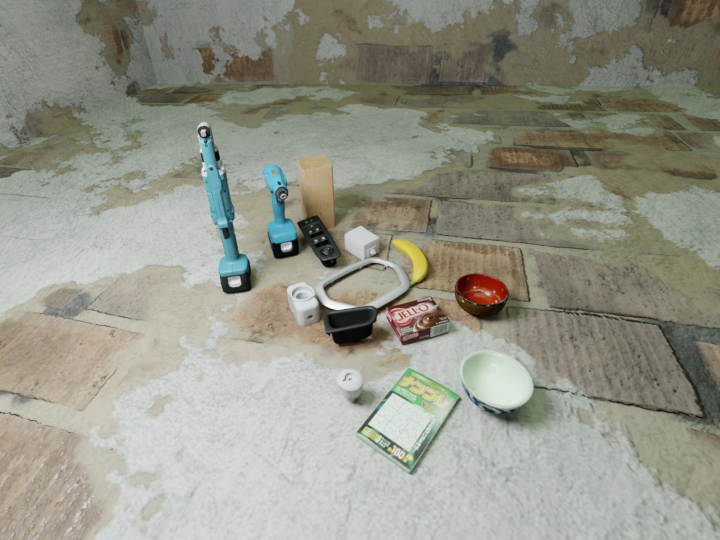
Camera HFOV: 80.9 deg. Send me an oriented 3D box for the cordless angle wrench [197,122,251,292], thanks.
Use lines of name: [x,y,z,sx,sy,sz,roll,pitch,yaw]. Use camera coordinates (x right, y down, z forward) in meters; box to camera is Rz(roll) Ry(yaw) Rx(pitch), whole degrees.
cordless angle wrench: [-0.322,-0.135,0.987,0.073,0.409,0.102,-7,36,-9]

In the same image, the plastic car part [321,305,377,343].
plastic car part: [-0.019,0.122,0.895,0.116,0.068,0.068,-7,36,-5]

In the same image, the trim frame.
trim frame: [0.007,0.034,1.047,0.242,0.026,0.195,-29,43,-29]

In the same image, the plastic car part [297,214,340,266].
plastic car part: [-0.115,-0.075,1.174,0.065,0.065,0.214,-16,38,-18]

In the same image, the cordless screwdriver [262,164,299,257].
cordless screwdriver: [-0.211,-0.143,1.128,0.073,0.241,0.167,-12,37,-15]
